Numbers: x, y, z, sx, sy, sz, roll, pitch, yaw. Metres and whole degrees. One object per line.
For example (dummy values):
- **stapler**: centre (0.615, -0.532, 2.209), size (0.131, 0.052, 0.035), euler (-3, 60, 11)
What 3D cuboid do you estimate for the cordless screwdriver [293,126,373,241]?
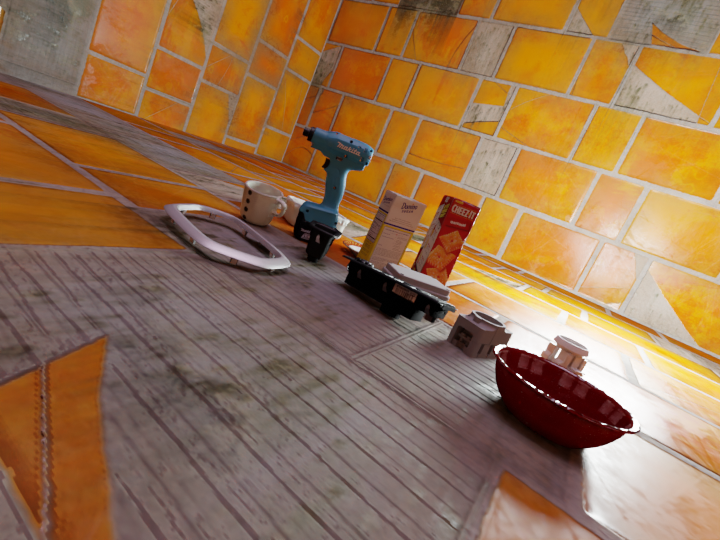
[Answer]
- **cordless screwdriver**: centre (-0.089, -0.187, 0.944), size (0.157, 0.247, 0.075), euler (22, 12, -7)

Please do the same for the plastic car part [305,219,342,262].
- **plastic car part**: centre (-0.079, -0.051, 0.805), size (0.066, 0.070, 0.117), euler (22, 12, -2)

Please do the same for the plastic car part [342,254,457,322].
- **plastic car part**: centre (0.047, 0.033, 0.676), size (0.215, 0.067, 0.063), euler (32, 15, 38)

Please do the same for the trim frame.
- **trim frame**: centre (-0.219, -0.059, 0.698), size (0.174, 0.027, 0.263), euler (8, 19, -48)
